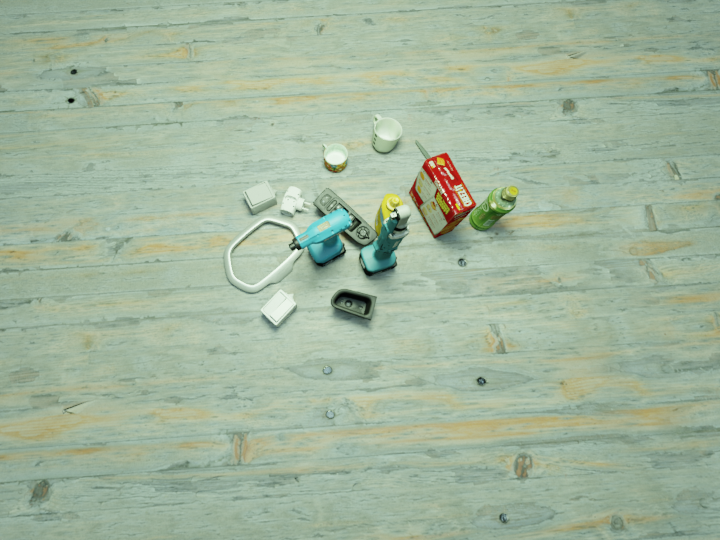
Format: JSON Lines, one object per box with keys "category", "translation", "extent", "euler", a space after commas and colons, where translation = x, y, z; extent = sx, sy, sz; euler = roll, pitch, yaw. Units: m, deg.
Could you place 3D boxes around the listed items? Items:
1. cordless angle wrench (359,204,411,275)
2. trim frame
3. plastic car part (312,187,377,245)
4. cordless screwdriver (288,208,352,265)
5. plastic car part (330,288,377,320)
{"category": "cordless angle wrench", "translation": [0.066, -0.071, 1.013], "extent": [0.097, 0.418, 0.076], "euler": [-18, 80, -9]}
{"category": "trim frame", "translation": [-0.277, -0.050, 1.210], "extent": [0.247, 0.027, 0.188], "euler": [-43, 79, -11]}
{"category": "plastic car part", "translation": [-0.043, -0.144, 1.215], "extent": [0.207, 0.066, 0.066], "euler": [41, 78, 10]}
{"category": "cordless screwdriver", "translation": [-0.108, -0.070, 1.102], "extent": [0.158, 0.246, 0.076], "euler": [-29, 81, -10]}
{"category": "plastic car part", "translation": [-0.023, 0.090, 1.147], "extent": [0.117, 0.070, 0.066], "euler": [16, 76, 3]}
